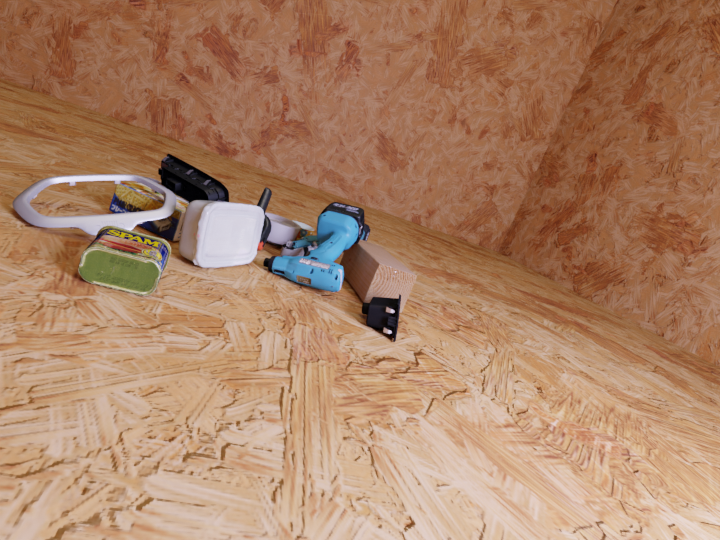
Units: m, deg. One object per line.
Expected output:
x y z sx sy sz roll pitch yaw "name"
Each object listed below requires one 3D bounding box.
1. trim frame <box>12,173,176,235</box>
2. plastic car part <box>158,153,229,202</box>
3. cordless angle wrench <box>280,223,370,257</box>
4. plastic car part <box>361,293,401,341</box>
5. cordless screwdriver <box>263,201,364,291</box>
-0.444 -0.119 0.724 0.238 0.027 0.195 -9 40 -35 "trim frame"
-0.353 -0.178 0.873 0.211 0.065 0.065 27 23 21 "plastic car part"
-0.089 -0.071 1.100 0.077 0.097 0.411 25 18 17 "cordless angle wrench"
0.037 0.075 0.764 0.072 0.065 0.116 8 9 4 "plastic car part"
-0.087 -0.057 0.893 0.163 0.072 0.250 11 38 12 "cordless screwdriver"
